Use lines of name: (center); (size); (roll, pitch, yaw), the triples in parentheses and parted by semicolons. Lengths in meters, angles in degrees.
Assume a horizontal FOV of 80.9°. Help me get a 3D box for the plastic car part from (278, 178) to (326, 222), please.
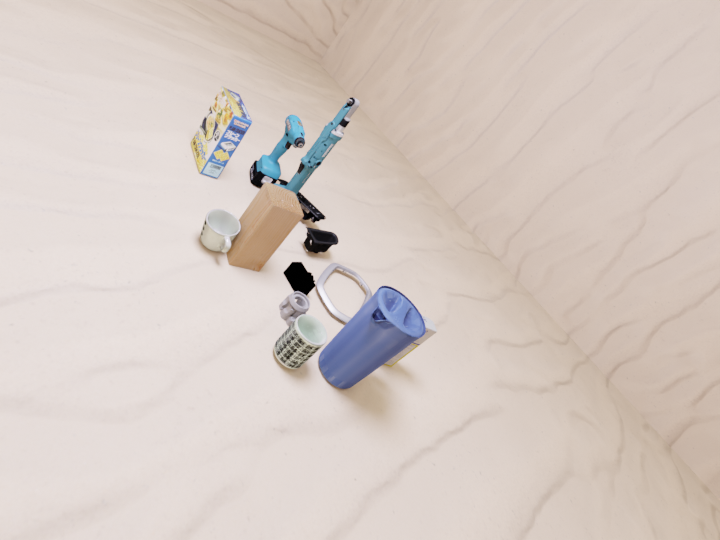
plastic car part: (-0.207, -0.225, 1.404); (0.208, 0.067, 0.064); (48, 28, 13)

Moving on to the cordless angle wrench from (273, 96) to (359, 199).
cordless angle wrench: (-0.140, -0.334, 1.259); (0.093, 0.426, 0.077); (1, 50, -52)

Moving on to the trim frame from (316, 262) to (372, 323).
trim frame: (-0.041, 0.066, 1.231); (0.184, 0.028, 0.248); (39, 28, -3)

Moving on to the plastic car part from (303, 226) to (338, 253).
plastic car part: (-0.126, -0.083, 1.293); (0.110, 0.071, 0.069); (8, 43, -46)

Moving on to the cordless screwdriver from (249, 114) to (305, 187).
cordless screwdriver: (-0.257, -0.359, 1.338); (0.070, 0.250, 0.166); (22, 35, -36)
